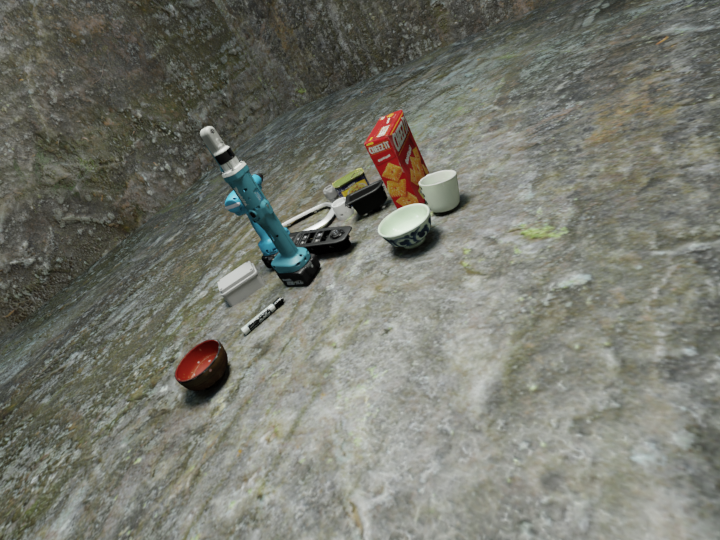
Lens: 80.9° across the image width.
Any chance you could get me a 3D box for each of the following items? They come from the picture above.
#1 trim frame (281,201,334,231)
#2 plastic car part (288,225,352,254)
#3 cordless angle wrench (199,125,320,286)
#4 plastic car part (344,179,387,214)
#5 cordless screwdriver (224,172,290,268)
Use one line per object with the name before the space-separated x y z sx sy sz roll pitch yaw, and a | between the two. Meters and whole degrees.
trim frame | -0.179 -0.144 1.311 0.250 0.026 0.191 -28 30 5
plastic car part | -0.107 -0.070 1.096 0.211 0.064 0.066 -9 35 34
cordless angle wrench | -0.233 -0.141 0.973 0.102 0.406 0.074 -6 35 40
plastic car part | 0.023 -0.190 1.154 0.119 0.068 0.067 -21 29 18
cordless screwdriver | -0.258 -0.138 1.159 0.077 0.239 0.160 -13 32 31
